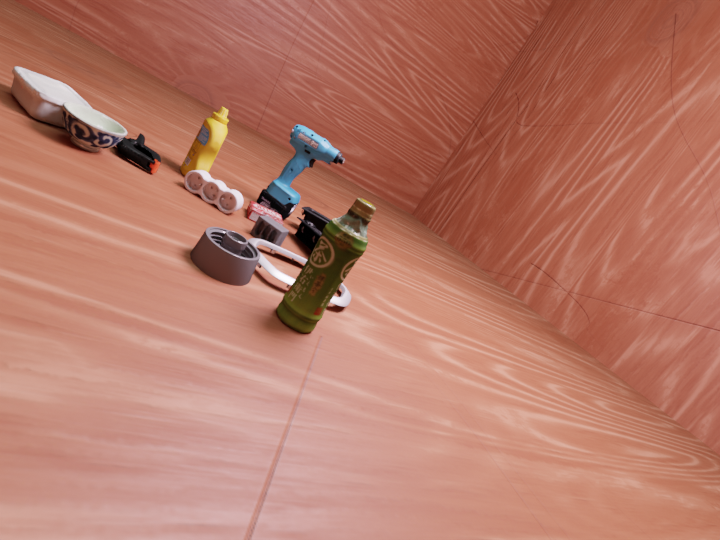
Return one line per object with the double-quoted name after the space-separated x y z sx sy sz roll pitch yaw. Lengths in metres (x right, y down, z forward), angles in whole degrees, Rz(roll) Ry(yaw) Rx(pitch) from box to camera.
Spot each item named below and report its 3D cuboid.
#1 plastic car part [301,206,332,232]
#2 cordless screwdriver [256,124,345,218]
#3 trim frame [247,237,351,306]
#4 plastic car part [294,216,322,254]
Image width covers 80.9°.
-0.118 -0.120 1.163 0.119 0.071 0.065 34 15 9 "plastic car part"
-0.163 -0.249 1.144 0.161 0.248 0.074 34 15 5 "cordless screwdriver"
-0.120 0.004 0.841 0.238 0.027 0.193 24 17 -27 "trim frame"
-0.101 -0.066 1.028 0.063 0.067 0.215 17 20 -44 "plastic car part"
